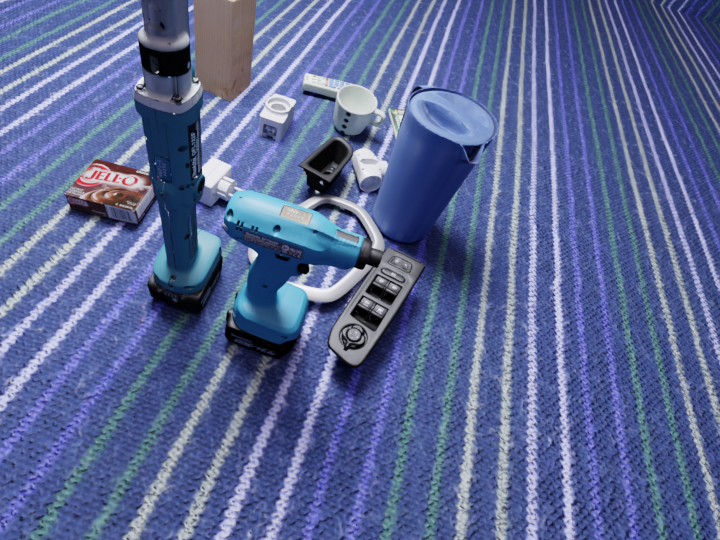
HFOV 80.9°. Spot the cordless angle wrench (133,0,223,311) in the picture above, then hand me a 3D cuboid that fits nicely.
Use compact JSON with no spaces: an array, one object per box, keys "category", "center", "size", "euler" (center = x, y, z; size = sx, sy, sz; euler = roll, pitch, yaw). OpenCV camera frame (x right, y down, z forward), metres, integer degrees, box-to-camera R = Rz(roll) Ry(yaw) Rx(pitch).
[{"category":"cordless angle wrench","center":[-0.195,-0.099,0.453],"size":[0.074,0.417,0.099],"euler":[19,51,-4]}]

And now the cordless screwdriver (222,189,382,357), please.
[{"category":"cordless screwdriver","center":[-0.081,0.020,0.498],"size":[0.159,0.245,0.075],"euler":[20,51,-2]}]

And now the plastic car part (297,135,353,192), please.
[{"category":"plastic car part","center":[-0.060,-0.186,0.777],"size":[0.067,0.070,0.116],"euler":[31,52,8]}]

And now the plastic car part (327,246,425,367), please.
[{"category":"plastic car part","center":[0.017,0.056,0.609],"size":[0.068,0.066,0.202],"euler":[31,52,8]}]

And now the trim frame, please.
[{"category":"trim frame","center":[-0.068,-0.044,0.692],"size":[0.189,0.027,0.245],"euler":[34,53,14]}]
